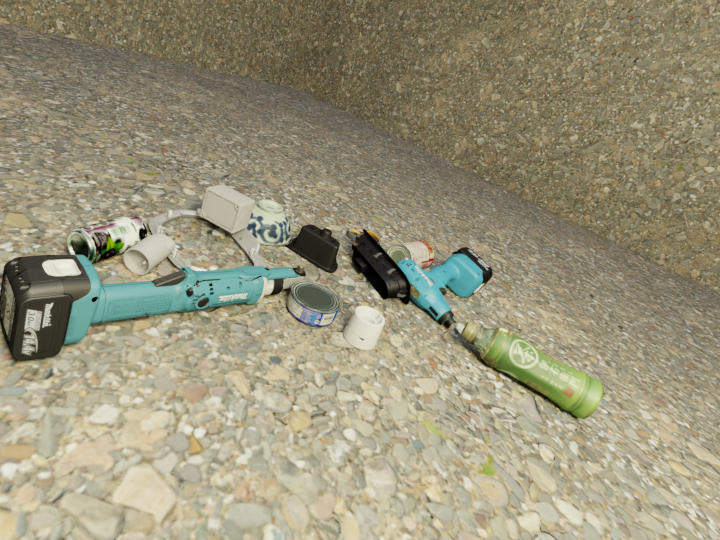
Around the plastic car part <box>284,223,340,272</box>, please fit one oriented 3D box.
[{"bbox_3d":[-0.084,-0.055,0.861,0.121,0.070,0.064,30,27,22],"label":"plastic car part"}]

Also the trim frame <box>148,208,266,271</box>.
[{"bbox_3d":[-0.274,-0.054,0.767,0.176,0.027,0.263,-4,34,-44],"label":"trim frame"}]

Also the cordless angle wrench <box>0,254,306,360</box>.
[{"bbox_3d":[-0.230,0.027,0.583,0.078,0.097,0.404,39,26,30],"label":"cordless angle wrench"}]

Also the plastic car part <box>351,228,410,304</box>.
[{"bbox_3d":[0.032,-0.007,0.865,0.064,0.065,0.214,-8,37,-31],"label":"plastic car part"}]

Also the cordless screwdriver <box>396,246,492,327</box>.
[{"bbox_3d":[0.195,0.032,0.898,0.238,0.074,0.167,-11,51,-43],"label":"cordless screwdriver"}]
